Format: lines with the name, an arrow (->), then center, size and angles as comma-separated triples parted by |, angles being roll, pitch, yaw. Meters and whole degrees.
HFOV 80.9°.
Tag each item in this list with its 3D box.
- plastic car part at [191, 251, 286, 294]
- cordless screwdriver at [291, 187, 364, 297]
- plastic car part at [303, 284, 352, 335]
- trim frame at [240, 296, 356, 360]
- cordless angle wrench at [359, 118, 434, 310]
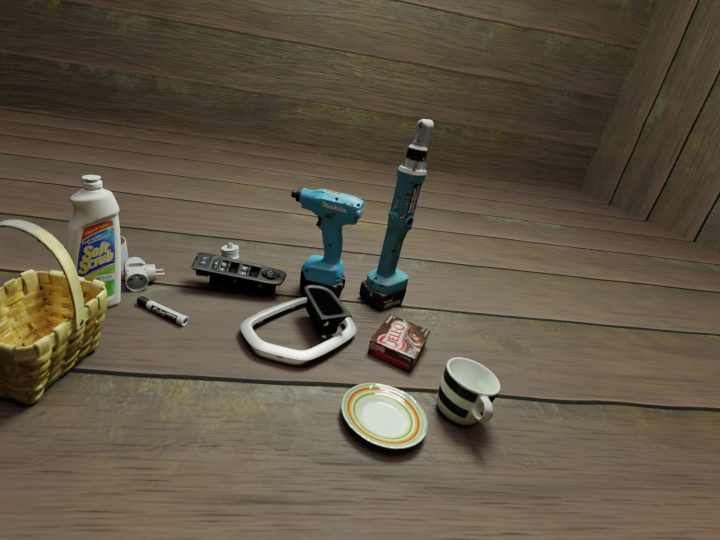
plastic car part -> -0.267, 0.015, 0.934 | 0.201, 0.066, 0.068 | 8, 24, -5
cordless screwdriver -> -0.093, -0.061, 0.947 | 0.163, 0.245, 0.074 | 17, 23, 11
plastic car part -> -0.076, 0.086, 0.848 | 0.063, 0.070, 0.123 | -2, 27, -28
trim frame -> -0.118, 0.109, 0.834 | 0.194, 0.027, 0.240 | 25, 29, 29
cordless angle wrench -> 0.089, -0.114, 0.925 | 0.094, 0.416, 0.079 | -10, 32, -42
